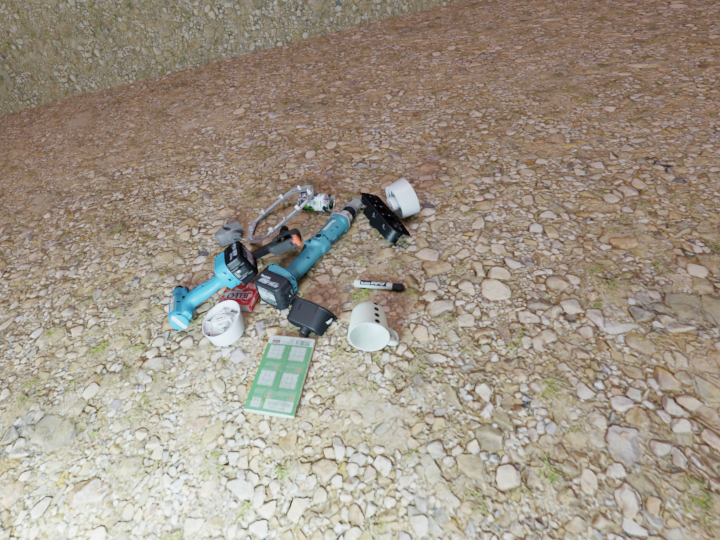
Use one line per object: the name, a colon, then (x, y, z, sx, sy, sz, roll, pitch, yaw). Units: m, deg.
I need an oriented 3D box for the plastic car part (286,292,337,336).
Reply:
plastic car part: (-0.120, 0.110, 0.956, 0.122, 0.063, 0.071, 21, 68, 28)

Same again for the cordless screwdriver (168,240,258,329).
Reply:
cordless screwdriver: (-0.379, 0.025, 1.064, 0.249, 0.071, 0.167, -38, 35, 3)

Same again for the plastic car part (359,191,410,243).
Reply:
plastic car part: (0.057, -0.139, 1.146, 0.063, 0.067, 0.214, 14, 25, -39)

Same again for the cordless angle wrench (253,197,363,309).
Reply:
cordless angle wrench: (-0.110, -0.072, 1.128, 0.103, 0.071, 0.419, 18, 51, 29)

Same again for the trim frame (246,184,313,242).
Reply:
trim frame: (-0.239, -0.170, 1.238, 0.248, 0.026, 0.194, -39, 34, -2)
